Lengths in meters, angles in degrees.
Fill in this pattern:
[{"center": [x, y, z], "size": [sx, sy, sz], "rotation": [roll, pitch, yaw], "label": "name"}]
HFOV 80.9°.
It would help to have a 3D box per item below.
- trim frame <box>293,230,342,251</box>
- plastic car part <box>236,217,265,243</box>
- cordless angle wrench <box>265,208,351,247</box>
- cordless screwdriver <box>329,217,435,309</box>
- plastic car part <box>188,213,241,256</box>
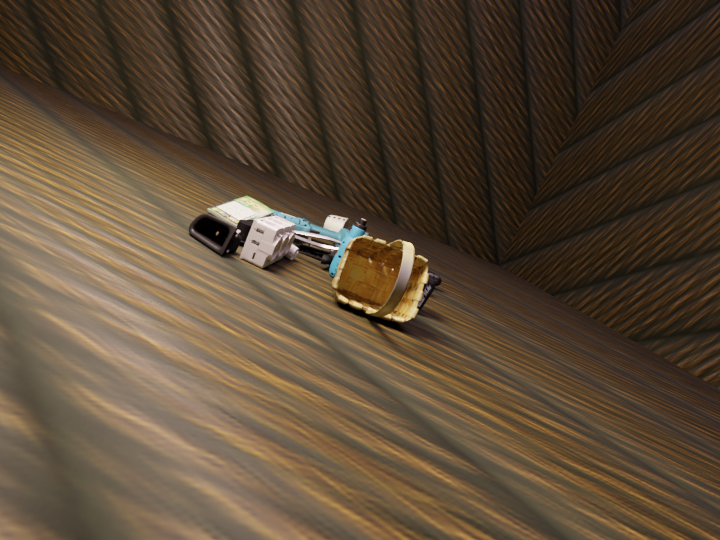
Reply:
[{"center": [-0.113, -0.074, 1.154], "size": [0.193, 0.027, 0.236], "rotation": [10, -2, 32], "label": "trim frame"}, {"center": [-0.259, -0.098, 1.055], "size": [0.068, 0.067, 0.199], "rotation": [33, 16, 8], "label": "plastic car part"}, {"center": [-0.190, -0.137, 1.331], "size": [0.407, 0.074, 0.102], "rotation": [16, 13, -22], "label": "cordless angle wrench"}, {"center": [0.063, -0.013, 1.039], "size": [0.247, 0.158, 0.075], "rotation": [24, 11, -5], "label": "cordless screwdriver"}, {"center": [-0.298, -0.074, 0.895], "size": [0.122, 0.066, 0.067], "rotation": [26, -4, 29], "label": "plastic car part"}]
